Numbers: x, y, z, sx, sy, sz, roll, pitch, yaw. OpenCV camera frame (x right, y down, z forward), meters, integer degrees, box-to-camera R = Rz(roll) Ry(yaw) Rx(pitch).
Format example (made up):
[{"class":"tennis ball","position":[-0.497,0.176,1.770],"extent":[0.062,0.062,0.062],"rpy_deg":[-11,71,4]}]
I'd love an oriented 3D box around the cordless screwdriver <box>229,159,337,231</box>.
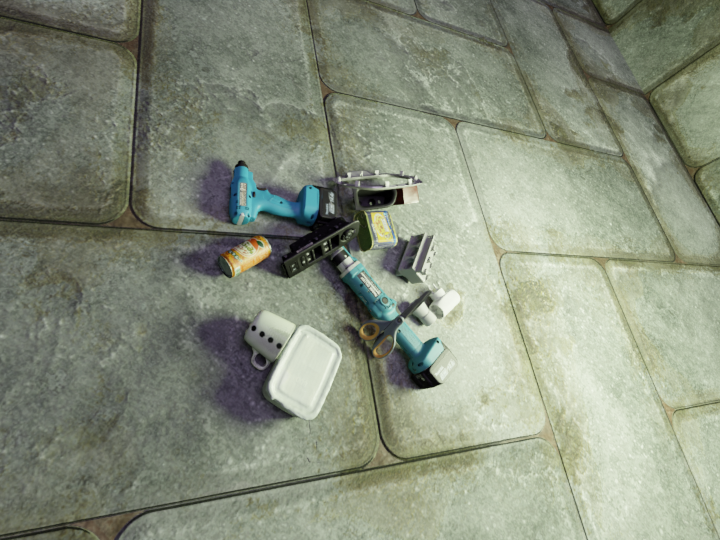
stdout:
[{"class":"cordless screwdriver","position":[-0.182,-0.175,0.996],"extent":[0.241,0.075,0.163],"rpy_deg":[4,64,-20]}]

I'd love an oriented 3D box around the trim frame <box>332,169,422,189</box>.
[{"class":"trim frame","position":[0.045,-0.238,1.101],"extent":[0.240,0.195,0.027],"rpy_deg":[-15,116,-30]}]

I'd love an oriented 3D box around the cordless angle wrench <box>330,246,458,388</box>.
[{"class":"cordless angle wrench","position":[0.046,0.079,0.979],"extent":[0.096,0.075,0.429],"rpy_deg":[-35,81,-36]}]

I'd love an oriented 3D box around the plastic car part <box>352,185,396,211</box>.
[{"class":"plastic car part","position":[0.029,-0.183,1.102],"extent":[0.114,0.072,0.066],"rpy_deg":[-6,84,-16]}]

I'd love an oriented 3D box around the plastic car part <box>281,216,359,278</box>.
[{"class":"plastic car part","position":[-0.094,-0.061,0.957],"extent":[0.201,0.063,0.071],"rpy_deg":[-28,49,-11]}]
